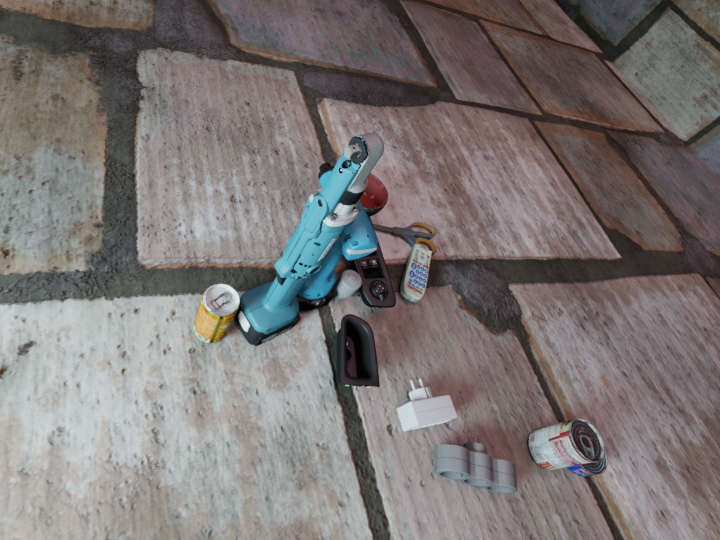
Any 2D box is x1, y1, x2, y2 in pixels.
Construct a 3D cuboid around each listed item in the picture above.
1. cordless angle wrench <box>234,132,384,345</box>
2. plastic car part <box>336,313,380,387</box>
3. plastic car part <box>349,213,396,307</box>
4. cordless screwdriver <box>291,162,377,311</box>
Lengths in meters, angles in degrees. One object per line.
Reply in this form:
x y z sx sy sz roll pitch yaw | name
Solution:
-0.076 -0.020 0.560 0.095 0.424 0.076 -23 73 -38 | cordless angle wrench
-0.016 0.141 0.703 0.064 0.071 0.120 10 54 -21 | plastic car part
0.007 -0.013 0.827 0.064 0.067 0.211 -4 59 -29 | plastic car part
-0.068 -0.044 0.696 0.071 0.249 0.165 -7 62 -32 | cordless screwdriver
